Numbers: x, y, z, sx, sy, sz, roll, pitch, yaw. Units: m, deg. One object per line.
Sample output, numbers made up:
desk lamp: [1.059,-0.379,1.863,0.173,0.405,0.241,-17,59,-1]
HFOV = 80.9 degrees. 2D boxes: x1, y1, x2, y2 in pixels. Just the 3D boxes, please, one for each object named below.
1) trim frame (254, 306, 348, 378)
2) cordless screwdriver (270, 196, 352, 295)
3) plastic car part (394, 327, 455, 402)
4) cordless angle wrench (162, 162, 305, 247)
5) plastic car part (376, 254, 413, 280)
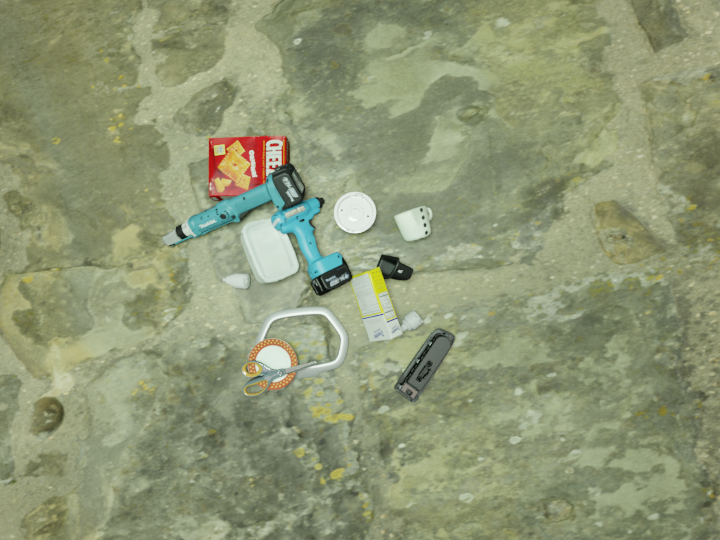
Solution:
trim frame: [-0.156,0.191,1.110,0.249,0.027,0.186,-8,83,2]
cordless screwdriver: [-0.108,-0.070,1.102,0.155,0.075,0.251,-30,85,-29]
plastic car part: [0.166,0.235,1.063,0.068,0.065,0.203,34,85,11]
cordless angle wrench: [-0.348,-0.152,1.103,0.431,0.076,0.094,-20,119,17]
plastic car part: [0.092,0.001,1.073,0.068,0.120,0.066,21,86,-21]
